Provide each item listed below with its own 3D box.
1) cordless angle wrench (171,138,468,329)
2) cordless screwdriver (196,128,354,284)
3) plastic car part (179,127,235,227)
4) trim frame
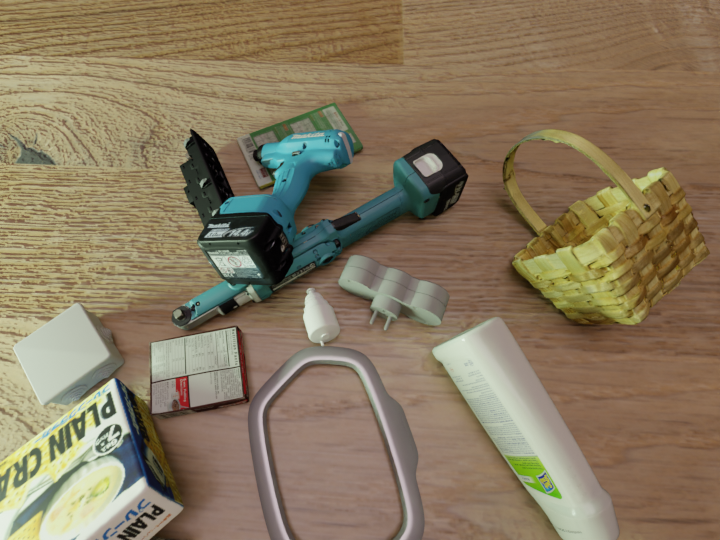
[{"bbox_3d":[-0.056,-0.036,0.568,0.420,0.095,0.077,-30,70,-8],"label":"cordless angle wrench"},{"bbox_3d":[-0.121,-0.098,0.552,0.166,0.071,0.250,3,48,27],"label":"cordless screwdriver"},{"bbox_3d":[-0.218,-0.111,0.617,0.067,0.064,0.211,-31,68,-4],"label":"plastic car part"},{"bbox_3d":[-0.028,0.208,0.479,0.183,0.027,0.258,-18,64,-5],"label":"trim frame"}]
